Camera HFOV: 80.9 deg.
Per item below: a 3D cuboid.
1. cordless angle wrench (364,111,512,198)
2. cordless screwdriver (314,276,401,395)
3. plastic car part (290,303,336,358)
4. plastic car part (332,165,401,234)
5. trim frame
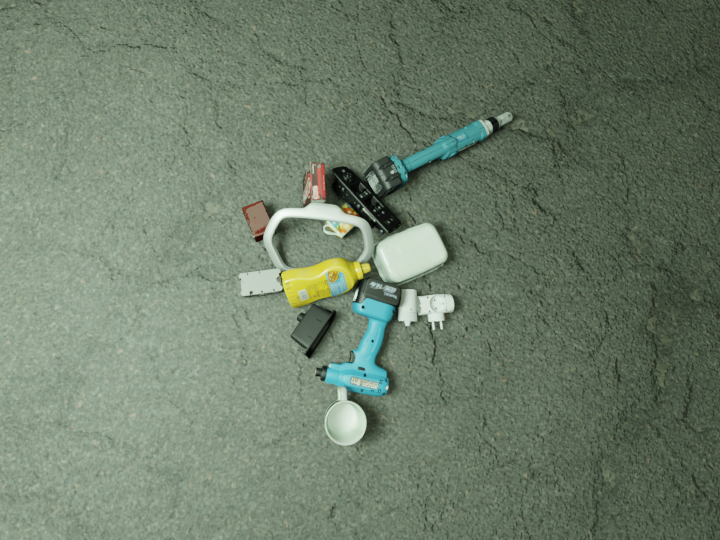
[{"bbox_3d":[0.210,-0.303,1.042,0.417,0.099,0.075,-28,89,-14],"label":"cordless angle wrench"},{"bbox_3d":[-0.002,0.139,0.933,0.158,0.074,0.250,12,81,-4],"label":"cordless screwdriver"},{"bbox_3d":[-0.112,0.125,0.935,0.073,0.064,0.116,27,73,12],"label":"plastic car part"},{"bbox_3d":[0.004,-0.163,1.001,0.065,0.068,0.205,-35,83,-38],"label":"plastic car part"},{"bbox_3d":[-0.092,-0.060,0.945,0.247,0.028,0.181,8,115,-3],"label":"trim frame"}]
